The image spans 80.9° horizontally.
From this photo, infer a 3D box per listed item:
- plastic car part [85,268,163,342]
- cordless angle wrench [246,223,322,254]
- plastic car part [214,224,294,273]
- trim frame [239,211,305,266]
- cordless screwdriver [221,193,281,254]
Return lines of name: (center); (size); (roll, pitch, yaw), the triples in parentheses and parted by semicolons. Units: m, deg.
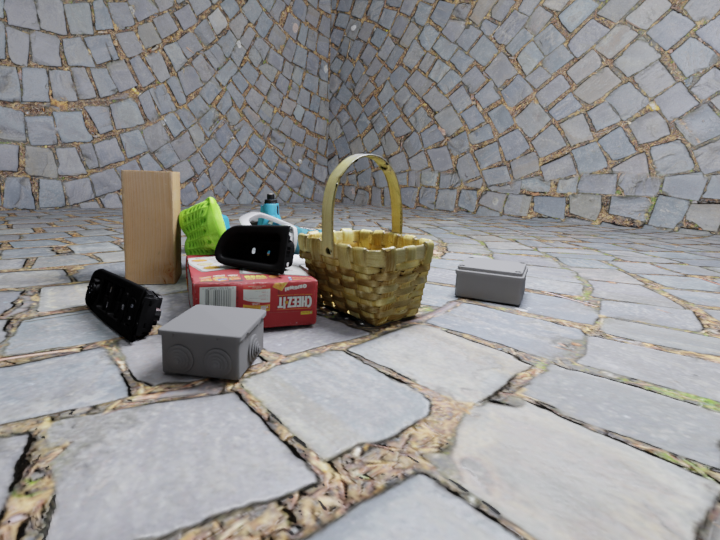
plastic car part: (-0.327, 0.039, 0.588); (0.214, 0.066, 0.064); (11, 4, 38)
cordless angle wrench: (-0.080, -0.052, 0.817); (0.103, 0.074, 0.403); (5, 2, 31)
plastic car part: (-0.142, -0.029, 0.611); (0.121, 0.066, 0.068); (5, -7, 25)
trim frame: (-0.154, -0.063, 0.931); (0.237, 0.027, 0.193); (23, 20, -28)
cordless screwdriver: (-0.310, -0.113, 1.059); (0.257, 0.157, 0.072); (4, 10, 21)
